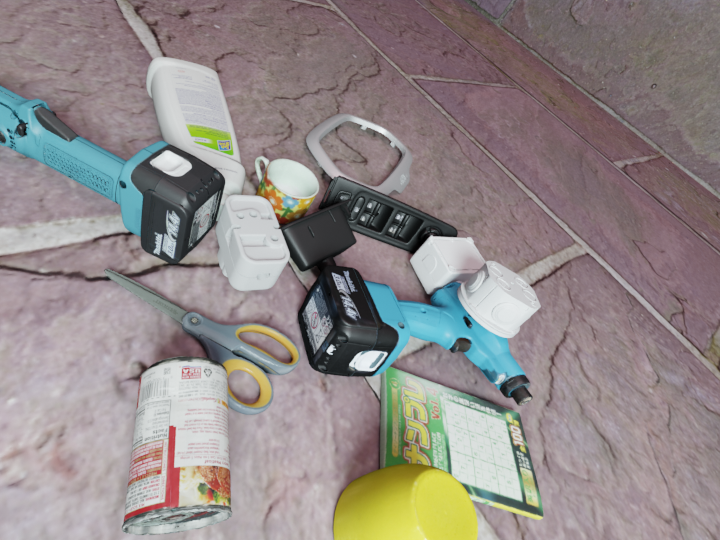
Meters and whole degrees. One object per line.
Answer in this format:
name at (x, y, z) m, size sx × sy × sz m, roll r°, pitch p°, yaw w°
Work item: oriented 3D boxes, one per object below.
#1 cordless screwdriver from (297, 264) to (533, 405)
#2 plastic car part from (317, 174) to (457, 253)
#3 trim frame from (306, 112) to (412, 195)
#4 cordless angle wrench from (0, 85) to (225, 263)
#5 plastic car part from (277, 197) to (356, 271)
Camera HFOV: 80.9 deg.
cordless screwdriver at (0.065, 0.075, 0.454) m, size 0.238 × 0.074 × 0.167 m, roll 6°, pitch 39°, yaw -31°
plastic car part at (0.039, -0.076, 0.611) m, size 0.199 × 0.066 × 0.069 m, roll 22°, pitch 17°, yaw -11°
trim frame at (0.006, -0.202, 0.732) m, size 0.185 × 0.027 × 0.247 m, roll 33°, pitch 40°, yaw 2°
cordless angle wrench at (-0.345, -0.149, 0.432) m, size 0.424 × 0.097 × 0.074 m, roll 28°, pitch 42°, yaw 2°
plastic car part at (-0.051, -0.033, 0.517) m, size 0.113 × 0.067 × 0.071 m, roll -33°, pitch 88°, yaw -43°
